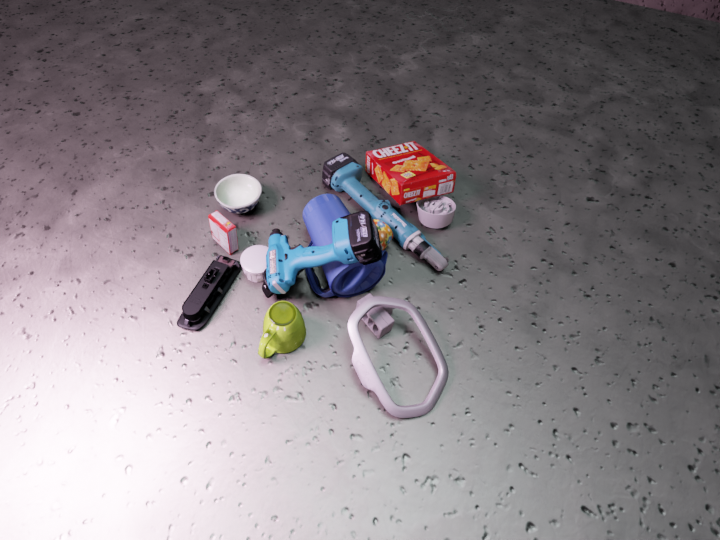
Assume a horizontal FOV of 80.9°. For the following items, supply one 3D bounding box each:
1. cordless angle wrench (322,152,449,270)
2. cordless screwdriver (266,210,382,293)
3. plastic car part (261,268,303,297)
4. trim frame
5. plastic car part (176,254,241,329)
[{"bbox_3d":[0.060,-0.150,1.101,0.096,0.072,0.441,-32,63,-24],"label":"cordless angle wrench"},{"bbox_3d":[-0.087,-0.057,0.894,0.253,0.070,0.165,-19,53,14],"label":"cordless screwdriver"},{"bbox_3d":[-0.188,0.017,0.962,0.066,0.071,0.115,39,47,2],"label":"plastic car part"},{"bbox_3d":[0.074,0.168,0.854,0.180,0.027,0.254,-22,76,-21],"label":"trim frame"},{"bbox_3d":[-0.339,0.041,0.948,0.067,0.066,0.204,21,58,2],"label":"plastic car part"}]
